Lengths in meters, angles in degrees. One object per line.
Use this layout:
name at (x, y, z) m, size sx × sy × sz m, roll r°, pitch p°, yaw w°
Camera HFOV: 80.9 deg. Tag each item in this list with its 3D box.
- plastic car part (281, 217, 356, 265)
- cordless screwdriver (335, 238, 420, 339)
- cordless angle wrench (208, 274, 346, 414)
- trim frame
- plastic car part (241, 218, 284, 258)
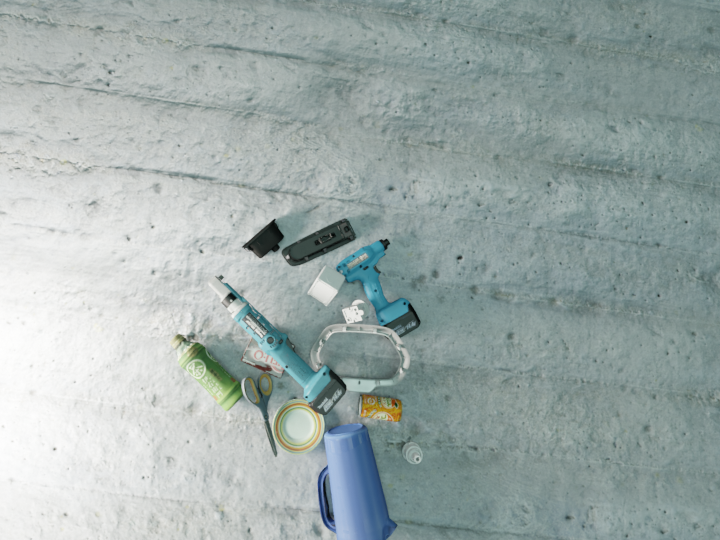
plastic car part at (-0.109, -0.071, 1.117) m, size 0.202 × 0.068 × 0.066 m, roll -26°, pitch 94°, yaw -5°
cordless screwdriver at (0.066, 0.047, 1.104) m, size 0.158 × 0.074 × 0.253 m, roll -33°, pitch 82°, yaw -8°
cordless angle wrench at (-0.216, 0.169, 1.031) m, size 0.426 × 0.074 × 0.097 m, roll 43°, pitch 77°, yaw 4°
trim frame at (-0.003, 0.220, 1.057) m, size 0.251 × 0.028 × 0.181 m, roll 2°, pitch 106°, yaw 6°
plastic car part at (-0.247, -0.075, 1.112) m, size 0.116 × 0.068 × 0.069 m, roll -40°, pitch 104°, yaw -12°
